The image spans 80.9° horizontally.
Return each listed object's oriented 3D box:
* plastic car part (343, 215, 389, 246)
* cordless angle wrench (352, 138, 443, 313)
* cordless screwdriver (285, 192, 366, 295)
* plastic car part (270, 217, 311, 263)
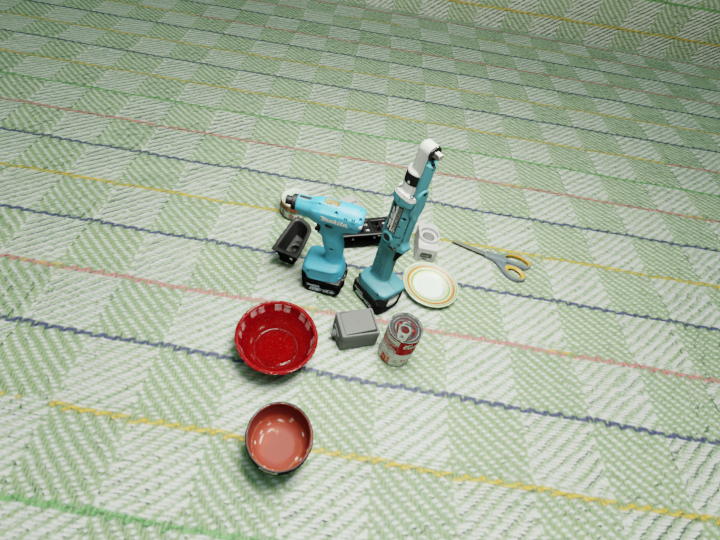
[{"bbox_3d":[0.020,-0.096,1.059,0.199,0.065,0.069,-3,51,-12],"label":"plastic car part"},{"bbox_3d":[0.071,-0.071,0.815,0.072,0.414,0.102,-24,60,-29],"label":"cordless angle wrench"},{"bbox_3d":[-0.087,-0.057,0.893,0.161,0.244,0.075,18,49,3],"label":"cordless screwdriver"},{"bbox_3d":[-0.157,-0.061,1.001,0.067,0.069,0.117,20,50,6],"label":"plastic car part"}]
